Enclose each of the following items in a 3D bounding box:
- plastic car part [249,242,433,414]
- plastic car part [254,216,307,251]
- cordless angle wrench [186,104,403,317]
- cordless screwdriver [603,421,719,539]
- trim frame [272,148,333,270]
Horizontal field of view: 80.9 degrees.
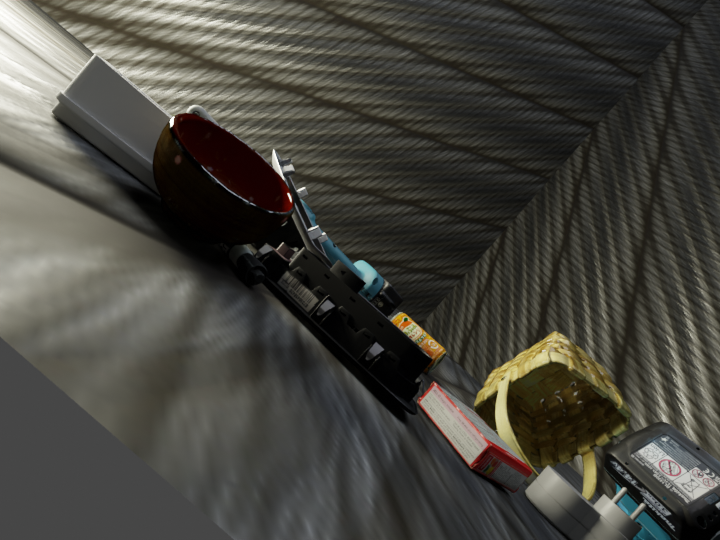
[{"bbox_3d":[-0.015,0.038,0.379,0.211,0.067,0.064,44,-5,22],"label":"plastic car part"},{"bbox_3d":[-0.110,-0.056,0.520,0.121,0.071,0.063,-119,-172,-61],"label":"plastic car part"},{"bbox_3d":[-0.101,-0.080,0.639,0.410,0.074,0.101,47,-1,-16],"label":"cordless angle wrench"},{"bbox_3d":[0.342,0.292,0.455,0.168,0.074,0.238,53,-15,52],"label":"cordless screwdriver"},{"bbox_3d":[-0.050,-0.032,0.507,0.191,0.027,0.238,-113,-178,-60],"label":"trim frame"}]
